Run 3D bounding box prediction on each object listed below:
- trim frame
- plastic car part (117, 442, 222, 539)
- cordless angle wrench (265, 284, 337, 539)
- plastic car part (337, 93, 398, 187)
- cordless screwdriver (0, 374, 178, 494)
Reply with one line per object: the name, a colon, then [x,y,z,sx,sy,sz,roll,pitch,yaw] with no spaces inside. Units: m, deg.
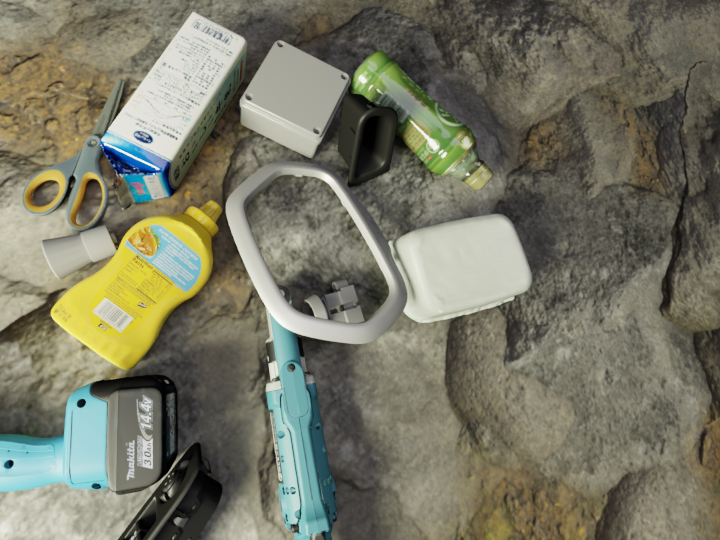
trim frame: [-0.047,-0.031,0.482,0.178,0.027,0.258,-18,64,-28]
plastic car part: [-0.193,0.261,0.377,0.065,0.068,0.203,35,70,-14]
cordless angle wrench: [-0.051,0.221,0.411,0.073,0.098,0.433,-7,71,-17]
plastic car part: [0.000,-0.172,0.526,0.065,0.113,0.074,-26,61,-20]
cordless screwdriver: [-0.301,0.140,0.385,0.245,0.074,0.162,-9,77,-11]
